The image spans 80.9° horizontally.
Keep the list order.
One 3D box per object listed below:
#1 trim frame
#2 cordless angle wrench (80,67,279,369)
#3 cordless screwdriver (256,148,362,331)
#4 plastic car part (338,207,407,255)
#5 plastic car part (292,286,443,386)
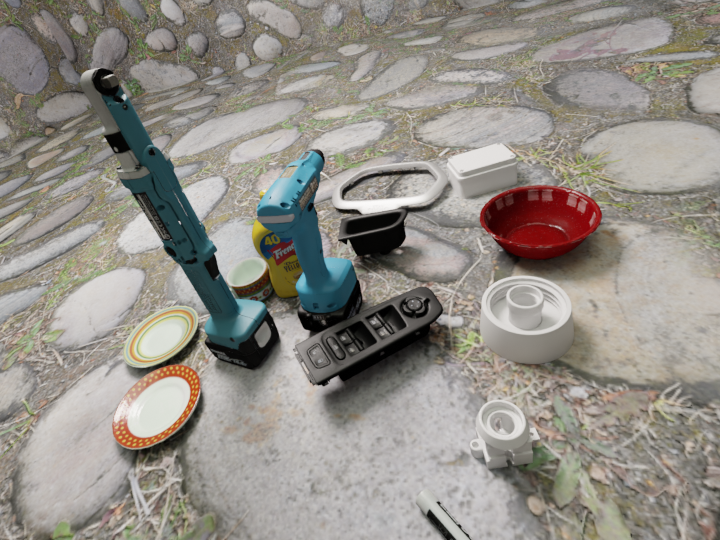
[{"bbox_3d":[0.057,-0.176,0.890,0.258,0.026,0.185,0,42,24],"label":"trim frame"},{"bbox_3d":[-0.219,-0.039,0.533,0.102,0.405,0.074,7,42,29],"label":"cordless angle wrench"},{"bbox_3d":[-0.059,-0.038,0.599,0.077,0.238,0.160,0,40,21],"label":"cordless screwdriver"},{"bbox_3d":[0.028,-0.058,0.725,0.119,0.068,0.067,-7,38,15],"label":"plastic car part"},{"bbox_3d":[0.020,0.090,0.551,0.201,0.064,0.070,-29,38,-12],"label":"plastic car part"}]
